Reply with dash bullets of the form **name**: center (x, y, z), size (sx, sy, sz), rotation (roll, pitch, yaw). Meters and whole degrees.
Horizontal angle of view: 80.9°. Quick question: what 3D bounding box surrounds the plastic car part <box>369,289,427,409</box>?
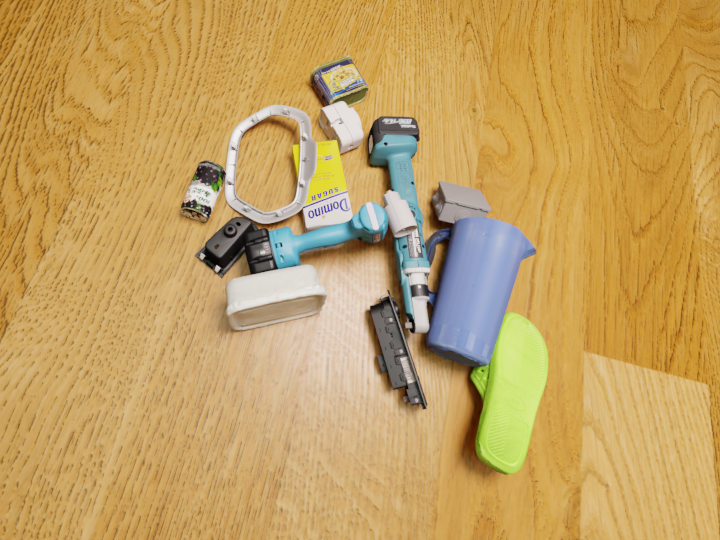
- **plastic car part**: center (0.060, 0.136, 0.734), size (0.068, 0.064, 0.207), rotation (-16, 74, 12)

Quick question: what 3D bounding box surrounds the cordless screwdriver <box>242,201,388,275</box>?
- **cordless screwdriver**: center (-0.074, -0.048, 0.752), size (0.250, 0.156, 0.076), rotation (-16, 80, 3)

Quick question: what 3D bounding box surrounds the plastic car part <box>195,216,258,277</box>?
- **plastic car part**: center (-0.235, -0.056, 0.755), size (0.066, 0.071, 0.116), rotation (38, 74, 2)

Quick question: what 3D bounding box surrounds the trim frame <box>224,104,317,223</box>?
- **trim frame**: center (-0.172, -0.209, 0.810), size (0.187, 0.026, 0.252), rotation (0, 74, 10)

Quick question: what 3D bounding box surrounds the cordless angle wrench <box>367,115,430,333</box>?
- **cordless angle wrench**: center (0.083, -0.095, 0.789), size (0.097, 0.073, 0.433), rotation (-2, 68, -9)
